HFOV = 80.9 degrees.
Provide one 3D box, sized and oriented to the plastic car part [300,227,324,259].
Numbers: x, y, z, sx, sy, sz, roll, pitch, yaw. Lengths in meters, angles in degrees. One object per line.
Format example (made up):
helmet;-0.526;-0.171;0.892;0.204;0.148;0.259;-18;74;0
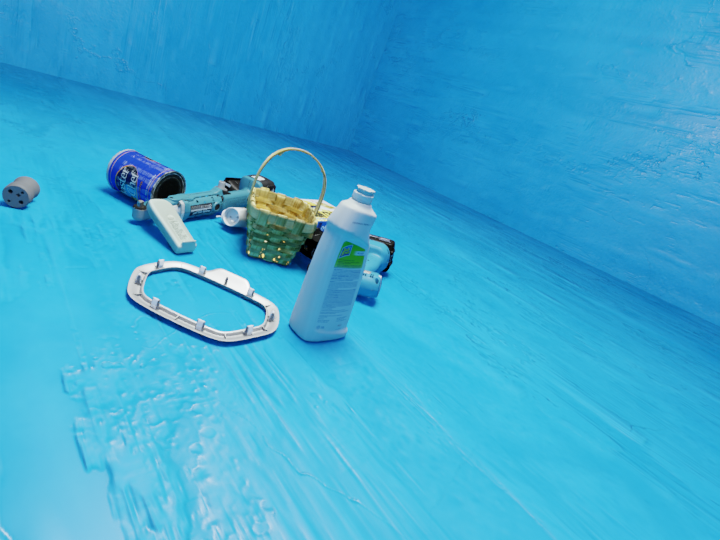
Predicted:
plastic car part;-0.091;-0.060;0.931;0.065;0.066;0.212;-7;19;-19

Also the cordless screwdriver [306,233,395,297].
cordless screwdriver;-0.012;-0.019;0.970;0.163;0.073;0.246;14;23;12

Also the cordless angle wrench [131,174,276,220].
cordless angle wrench;-0.362;-0.165;1.017;0.077;0.097;0.412;27;25;17

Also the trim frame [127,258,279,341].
trim frame;-0.244;0.040;0.668;0.253;0.027;0.182;21;19;9

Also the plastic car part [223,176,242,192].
plastic car part;-0.350;-0.225;1.222;0.073;0.066;0.113;41;21;11
